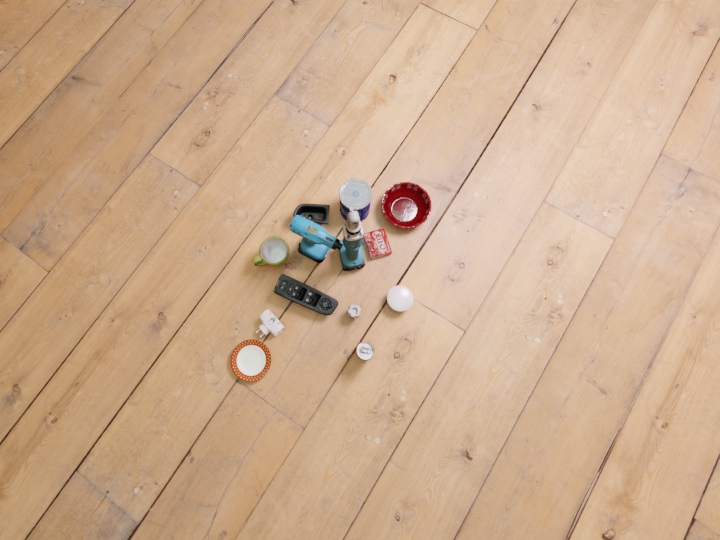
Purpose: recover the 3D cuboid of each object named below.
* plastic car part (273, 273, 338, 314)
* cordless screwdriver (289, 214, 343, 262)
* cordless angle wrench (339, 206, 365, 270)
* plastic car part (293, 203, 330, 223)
[{"bbox_3d":[-0.170,0.083,1.335,0.206,0.066,0.066,23,78,8],"label":"plastic car part"},{"bbox_3d":[-0.125,-0.082,1.283,0.162,0.245,0.074,28,79,6],"label":"cordless screwdriver"},{"bbox_3d":[-0.023,-0.084,1.189,0.074,0.416,0.100,-11,79,-4],"label":"cordless angle wrench"},{"bbox_3d":[-0.161,-0.182,1.401,0.117,0.069,0.067,5,77,3],"label":"plastic car part"}]
